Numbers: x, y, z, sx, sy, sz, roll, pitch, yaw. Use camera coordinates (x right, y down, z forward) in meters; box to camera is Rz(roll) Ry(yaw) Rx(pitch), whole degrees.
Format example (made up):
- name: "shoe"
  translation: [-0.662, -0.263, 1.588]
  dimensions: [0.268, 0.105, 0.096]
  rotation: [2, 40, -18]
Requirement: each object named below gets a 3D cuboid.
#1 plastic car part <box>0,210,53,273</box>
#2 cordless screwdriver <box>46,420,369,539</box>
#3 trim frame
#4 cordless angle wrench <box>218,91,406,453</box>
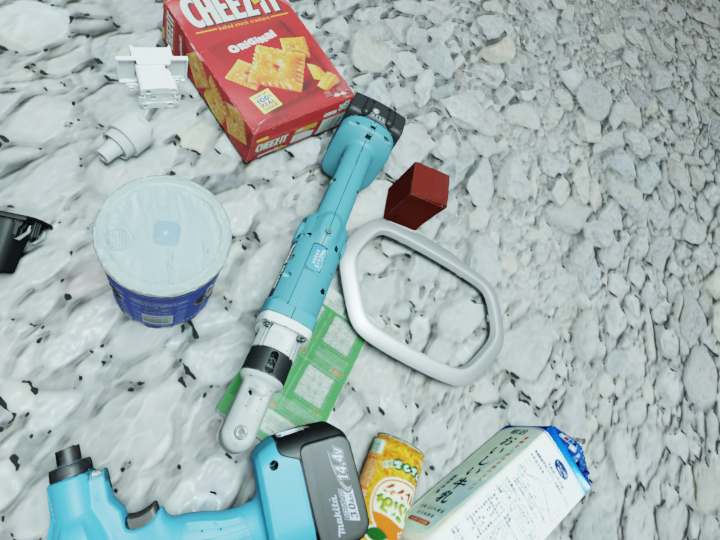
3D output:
- name: "plastic car part"
  translation: [-0.360, -0.026, 0.383]
  dimensions: [0.114, 0.067, 0.071]
  rotation: [8, 82, -15]
- name: "cordless screwdriver"
  translation: [-0.128, 0.194, 0.361]
  dimensions: [0.244, 0.074, 0.163]
  rotation: [-17, 76, -17]
- name: "trim frame"
  translation: [0.081, 0.035, 0.531]
  dimensions: [0.244, 0.028, 0.186]
  rotation: [27, 59, -10]
- name: "cordless angle wrench"
  translation: [-0.043, -0.028, 0.444]
  dimensions: [0.073, 0.098, 0.428]
  rotation: [26, 55, -10]
